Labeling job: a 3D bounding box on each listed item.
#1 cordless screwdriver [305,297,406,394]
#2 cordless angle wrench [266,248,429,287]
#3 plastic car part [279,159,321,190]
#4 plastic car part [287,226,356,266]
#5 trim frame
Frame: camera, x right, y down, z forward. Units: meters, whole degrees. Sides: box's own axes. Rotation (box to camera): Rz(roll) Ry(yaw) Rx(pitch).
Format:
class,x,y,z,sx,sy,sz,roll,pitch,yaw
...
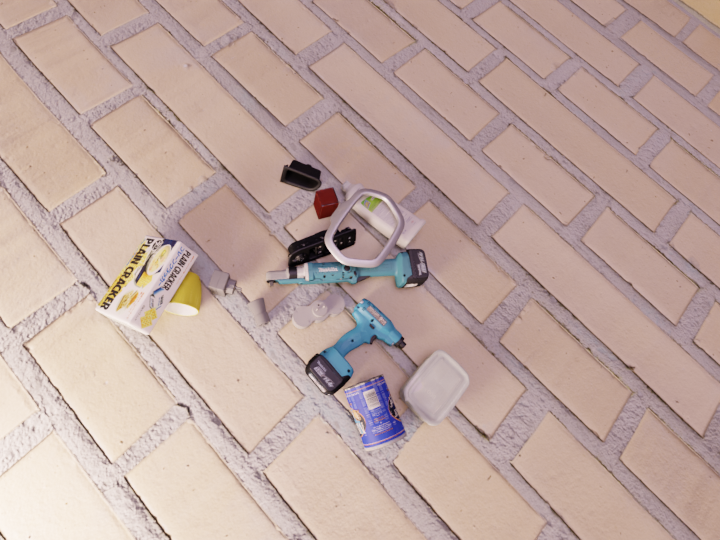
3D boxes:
class,x,y,z,sx,sy,sz,roll,pitch,yaw
cordless screwdriver,-0.009,0.203,1.044,0.162,0.074,0.246,42,65,7
cordless angle wrench,-0.037,0.003,1.119,0.418,0.073,0.100,-3,71,-7
plastic car part,-0.164,-0.279,1.216,0.115,0.065,0.072,17,54,-7
plastic car part,-0.111,-0.073,1.139,0.199,0.065,0.070,-26,63,-18
trim frame,0.011,-0.115,1.122,0.186,0.027,0.248,31,68,5
